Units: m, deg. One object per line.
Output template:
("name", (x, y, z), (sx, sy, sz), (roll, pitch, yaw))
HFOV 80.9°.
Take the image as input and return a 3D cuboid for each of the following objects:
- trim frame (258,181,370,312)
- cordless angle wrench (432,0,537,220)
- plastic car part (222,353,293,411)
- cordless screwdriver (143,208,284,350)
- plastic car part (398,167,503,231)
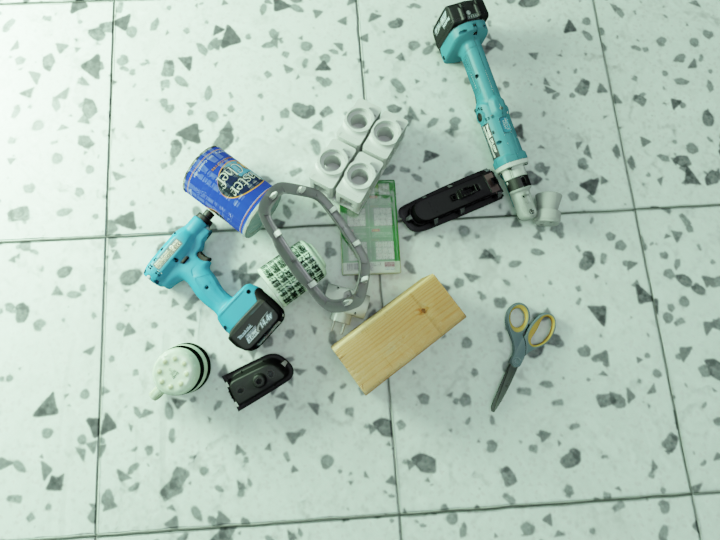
("trim frame", (-0.069, -0.045, 0.706), (0.180, 0.028, 0.249), (-34, 90, -46))
("cordless angle wrench", (0.247, -0.295, 0.796), (0.073, 0.098, 0.427), (-16, 84, -10))
("plastic car part", (-0.173, 0.184, 0.708), (0.116, 0.070, 0.067), (-28, 86, -4))
("cordless screwdriver", (-0.238, 0.015, 0.739), (0.253, 0.073, 0.159), (36, 81, 9))
("plastic car part", (0.172, -0.129, 0.779), (0.202, 0.067, 0.066), (-23, 91, -3))
